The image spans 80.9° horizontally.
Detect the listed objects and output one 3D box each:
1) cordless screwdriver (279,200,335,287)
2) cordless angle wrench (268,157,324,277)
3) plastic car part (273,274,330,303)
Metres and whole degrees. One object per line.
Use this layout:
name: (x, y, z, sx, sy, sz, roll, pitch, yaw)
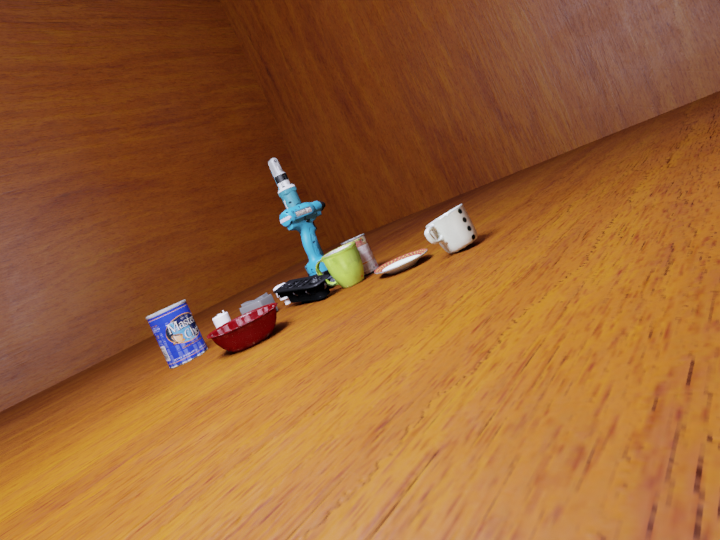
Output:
cordless screwdriver: (-0.118, -0.077, 1.205, 0.154, 0.248, 0.077, -27, 3, -43)
cordless angle wrench: (-0.188, -0.156, 1.320, 0.072, 0.422, 0.101, -26, 2, -35)
plastic car part: (-0.144, 0.051, 1.081, 0.064, 0.067, 0.210, -28, 7, -38)
